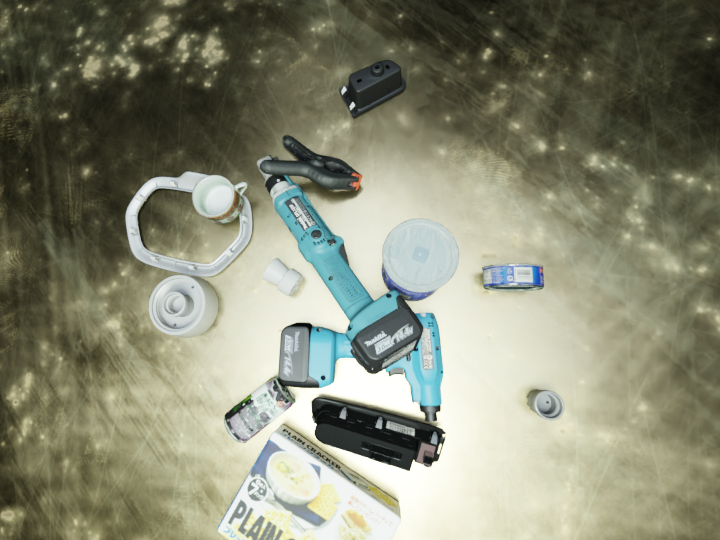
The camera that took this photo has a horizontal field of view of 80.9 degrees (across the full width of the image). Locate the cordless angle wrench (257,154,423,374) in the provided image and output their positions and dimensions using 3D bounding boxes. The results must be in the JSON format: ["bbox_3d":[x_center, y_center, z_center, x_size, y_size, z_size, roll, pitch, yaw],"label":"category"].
[{"bbox_3d":[-0.066,-0.043,0.671,0.097,0.072,0.442,-29,61,-14],"label":"cordless angle wrench"}]

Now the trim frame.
[{"bbox_3d":[-0.316,-0.089,0.769,0.254,0.027,0.185,12,78,12],"label":"trim frame"}]

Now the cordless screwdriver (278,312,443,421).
[{"bbox_3d":[0.001,0.150,0.651,0.250,0.073,0.162,-3,77,3],"label":"cordless screwdriver"}]

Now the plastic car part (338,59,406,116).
[{"bbox_3d":[0.023,-0.340,0.758,0.117,0.069,0.067,-26,79,3],"label":"plastic car part"}]

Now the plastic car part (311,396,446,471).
[{"bbox_3d":[0.016,0.248,0.626,0.208,0.067,0.065,15,121,14],"label":"plastic car part"}]
